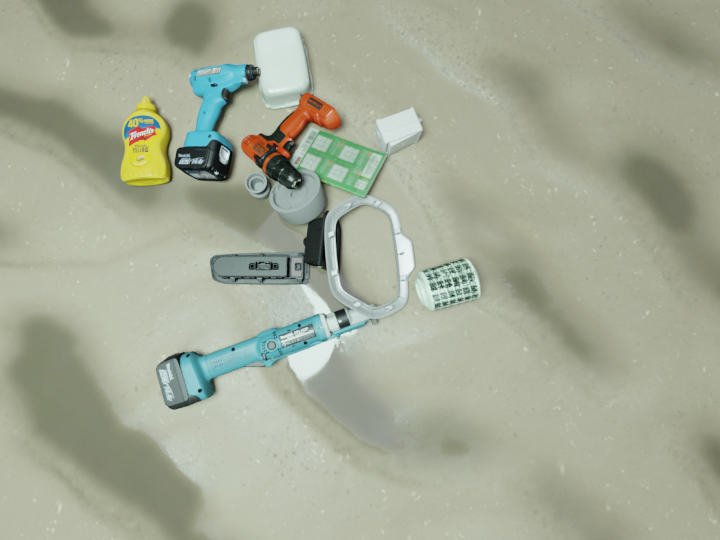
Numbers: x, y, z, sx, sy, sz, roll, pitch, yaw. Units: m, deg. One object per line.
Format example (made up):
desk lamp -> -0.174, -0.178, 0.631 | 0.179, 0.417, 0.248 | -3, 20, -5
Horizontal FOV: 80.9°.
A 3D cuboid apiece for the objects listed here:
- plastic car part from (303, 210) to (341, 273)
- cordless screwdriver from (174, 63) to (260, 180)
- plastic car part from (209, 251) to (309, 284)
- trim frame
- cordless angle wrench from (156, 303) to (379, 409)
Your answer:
plastic car part -> -0.082, -0.054, 0.837 | 0.073, 0.062, 0.119 | -13, 66, 33
cordless screwdriver -> -0.292, -0.313, 0.874 | 0.164, 0.071, 0.251 | 0, 77, 20
plastic car part -> -0.206, -0.004, 0.839 | 0.205, 0.066, 0.066 | 0, 89, 6
trim frame -> 0.019, -0.032, 0.817 | 0.178, 0.028, 0.253 | 1, 73, -22
cordless angle wrench -> -0.167, 0.144, 0.806 | 0.422, 0.073, 0.099 | -20, 81, -3
